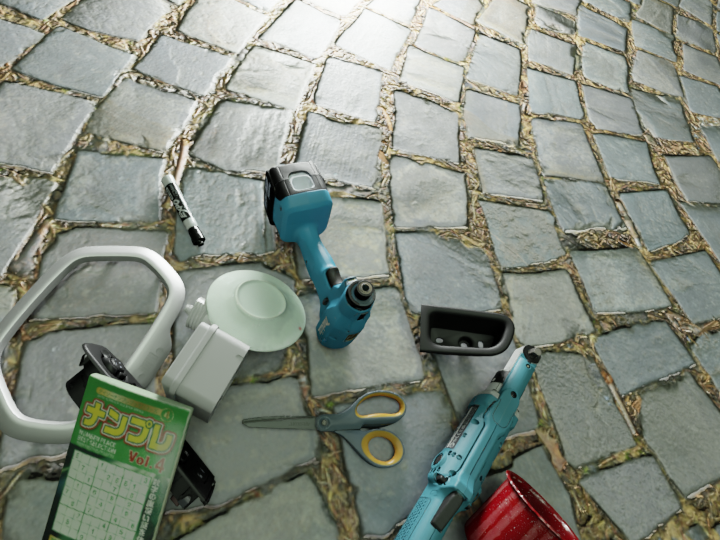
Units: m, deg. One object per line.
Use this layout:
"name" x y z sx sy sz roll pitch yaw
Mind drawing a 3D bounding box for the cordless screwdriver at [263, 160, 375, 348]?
"cordless screwdriver" -0.053 -0.035 0.542 0.072 0.158 0.257 -13 66 -22

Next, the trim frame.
"trim frame" -0.322 0.074 0.503 0.185 0.027 0.250 24 59 2

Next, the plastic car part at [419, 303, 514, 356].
"plastic car part" 0.136 0.091 0.567 0.118 0.068 0.067 5 63 7

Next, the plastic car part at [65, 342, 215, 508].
"plastic car part" -0.236 0.165 0.442 0.067 0.066 0.205 -37 85 -5

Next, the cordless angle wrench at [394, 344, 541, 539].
"cordless angle wrench" 0.109 0.237 0.483 0.076 0.097 0.417 42 58 6
